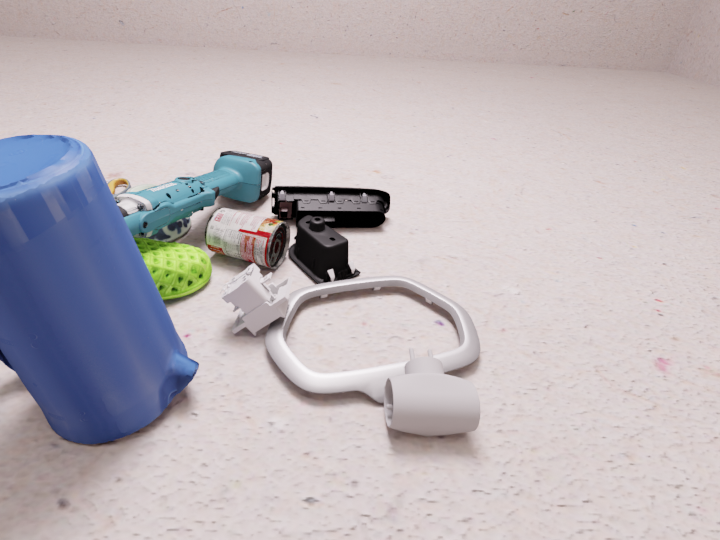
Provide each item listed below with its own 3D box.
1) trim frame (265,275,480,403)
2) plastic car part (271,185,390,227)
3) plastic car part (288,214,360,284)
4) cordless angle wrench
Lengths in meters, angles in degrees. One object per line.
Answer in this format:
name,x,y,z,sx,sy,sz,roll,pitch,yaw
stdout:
trim frame,0.014,0.068,0.489,0.242,0.027,0.193,-7,35,-17
plastic car part,-0.043,-0.101,0.695,0.200,0.064,0.070,-3,45,-10
plastic car part,-0.058,-0.038,0.596,0.064,0.069,0.123,-20,44,-34
cordless angle wrench,-0.246,-0.103,0.595,0.100,0.073,0.422,12,24,8
